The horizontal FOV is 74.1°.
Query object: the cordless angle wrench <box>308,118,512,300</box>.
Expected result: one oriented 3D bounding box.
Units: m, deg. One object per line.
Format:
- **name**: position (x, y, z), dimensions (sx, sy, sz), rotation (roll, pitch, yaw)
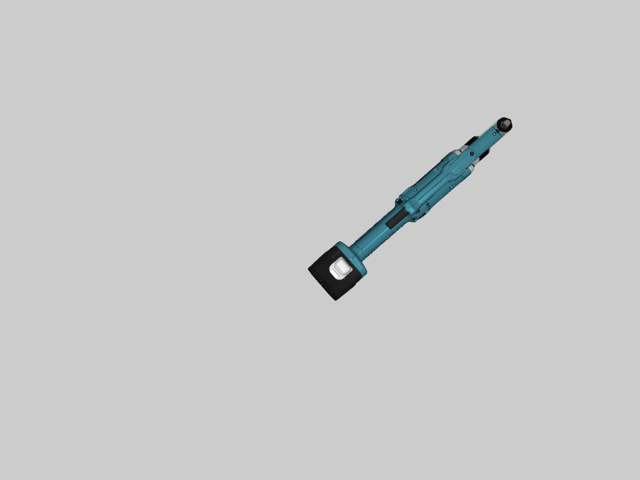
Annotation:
- **cordless angle wrench**: position (0.161, -0.063, 0.732), dimensions (0.423, 0.074, 0.098), rotation (-41, -3, 1)
